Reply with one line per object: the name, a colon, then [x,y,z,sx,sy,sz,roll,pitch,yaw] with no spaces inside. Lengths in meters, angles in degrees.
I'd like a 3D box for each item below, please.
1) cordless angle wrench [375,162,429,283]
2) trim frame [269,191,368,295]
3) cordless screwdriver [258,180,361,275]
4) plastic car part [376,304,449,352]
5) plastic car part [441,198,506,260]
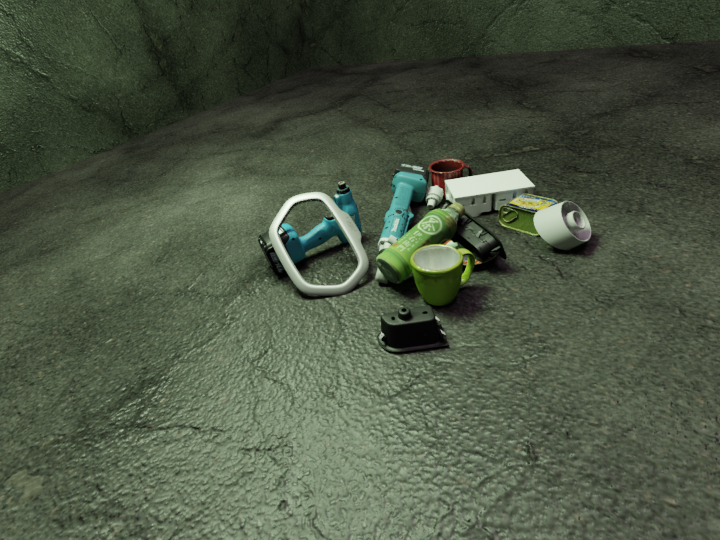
cordless angle wrench: [0.091,-0.122,1.026,0.100,0.072,0.427,12,45,8]
trim frame: [-0.090,-0.059,0.919,0.183,0.027,0.256,-31,74,-6]
cordless screwdriver: [-0.117,-0.101,0.995,0.245,0.153,0.078,-24,35,-15]
plastic car part: [0.085,0.094,0.728,0.117,0.068,0.068,-8,32,1]
plastic car part: [0.228,-0.081,0.903,0.066,0.063,0.214,-28,37,-9]
